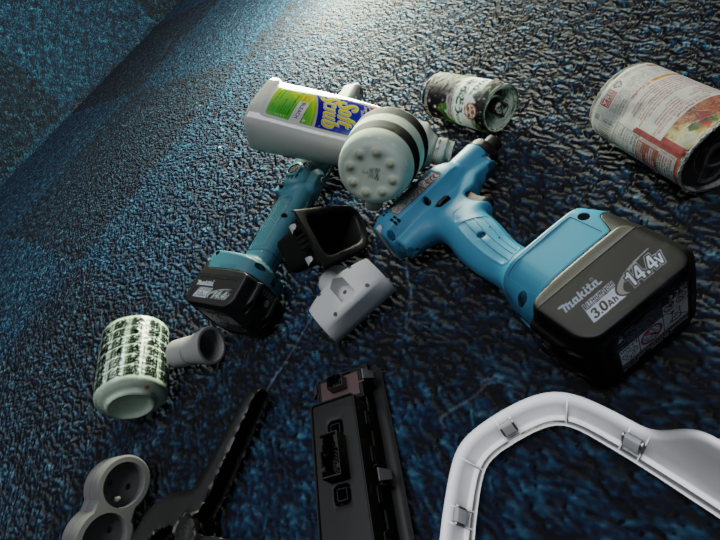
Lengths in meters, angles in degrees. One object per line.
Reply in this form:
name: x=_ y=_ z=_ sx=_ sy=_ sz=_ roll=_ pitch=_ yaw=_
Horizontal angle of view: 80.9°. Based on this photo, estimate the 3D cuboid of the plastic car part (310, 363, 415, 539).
plastic car part: x=-0.003 y=0.160 z=0.305 sx=0.067 sy=0.063 sz=0.211 roll=-21 pitch=49 yaw=10

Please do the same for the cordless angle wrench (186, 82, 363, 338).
cordless angle wrench: x=-0.079 y=-0.117 z=0.572 sx=0.103 sy=0.070 sz=0.426 roll=2 pitch=56 yaw=35

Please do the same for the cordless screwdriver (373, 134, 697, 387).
cordless screwdriver: x=0.134 y=-0.036 z=0.357 sx=0.159 sy=0.070 sz=0.263 roll=-44 pitch=40 yaw=-4

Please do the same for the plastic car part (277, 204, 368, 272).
plastic car part: x=-0.046 y=-0.030 z=0.468 sx=0.072 sy=0.066 sz=0.113 roll=-30 pitch=-4 yaw=29

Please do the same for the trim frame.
trim frame: x=0.151 y=0.172 z=0.211 sx=0.183 sy=0.026 sz=0.263 roll=-47 pitch=42 yaw=-8
